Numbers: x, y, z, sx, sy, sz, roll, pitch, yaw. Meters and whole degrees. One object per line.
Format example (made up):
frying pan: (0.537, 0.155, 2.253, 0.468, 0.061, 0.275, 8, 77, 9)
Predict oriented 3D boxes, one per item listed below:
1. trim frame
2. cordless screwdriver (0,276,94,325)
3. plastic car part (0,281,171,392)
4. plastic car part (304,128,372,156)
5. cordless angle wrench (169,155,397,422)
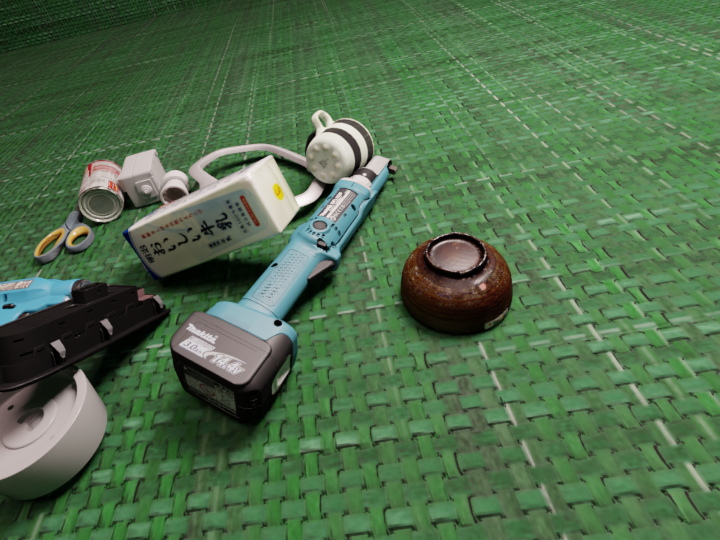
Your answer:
trim frame: (-0.163, -0.150, 0.671, 0.262, 0.027, 0.180, 31, 49, 31)
cordless screwdriver: (-0.401, 0.099, 0.457, 0.160, 0.071, 0.257, -9, 39, 4)
plastic car part: (-0.276, 0.053, 0.420, 0.068, 0.066, 0.202, 7, 19, 10)
plastic car part: (-0.027, -0.209, 0.700, 0.122, 0.064, 0.069, 15, 33, 31)
cordless angle wrench: (-0.049, -0.032, 0.502, 0.101, 0.072, 0.422, 20, 47, 12)
